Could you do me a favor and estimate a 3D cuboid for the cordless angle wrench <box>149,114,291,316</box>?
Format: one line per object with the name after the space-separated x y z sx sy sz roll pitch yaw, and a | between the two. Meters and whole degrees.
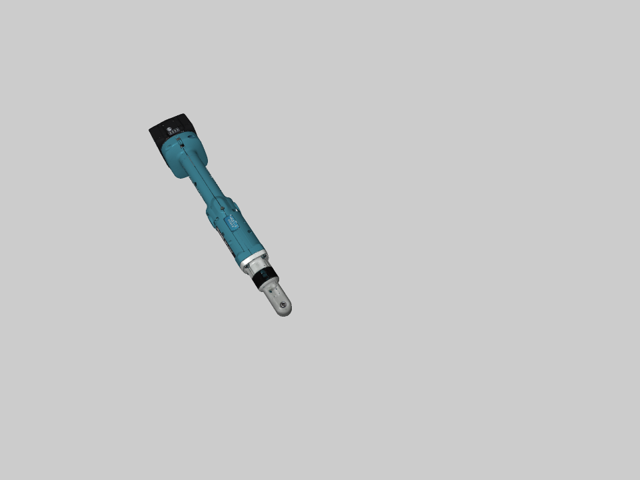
-0.170 -0.044 0.750 0.074 0.422 0.098 -31 -19 -15 | cordless angle wrench
